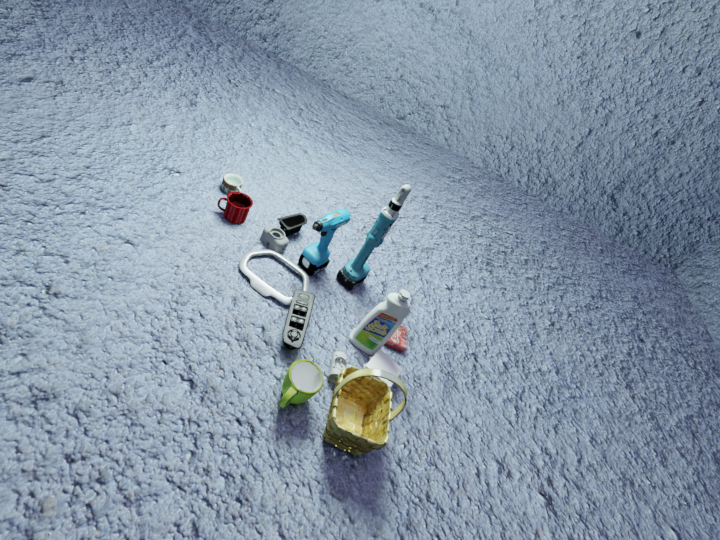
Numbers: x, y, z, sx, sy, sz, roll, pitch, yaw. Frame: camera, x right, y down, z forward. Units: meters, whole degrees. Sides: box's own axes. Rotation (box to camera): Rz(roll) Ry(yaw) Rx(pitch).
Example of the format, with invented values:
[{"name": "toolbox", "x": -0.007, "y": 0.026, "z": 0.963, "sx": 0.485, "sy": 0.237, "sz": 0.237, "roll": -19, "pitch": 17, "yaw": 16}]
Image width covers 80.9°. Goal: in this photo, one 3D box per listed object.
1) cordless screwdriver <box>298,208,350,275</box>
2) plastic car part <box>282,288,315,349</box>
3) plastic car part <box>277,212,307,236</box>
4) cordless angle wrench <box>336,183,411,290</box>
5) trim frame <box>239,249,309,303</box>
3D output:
[{"name": "cordless screwdriver", "x": -0.135, "y": -0.088, "z": 1.380, "sx": 0.077, "sy": 0.248, "sz": 0.154, "roll": 44, "pitch": 40, "yaw": 16}, {"name": "plastic car part", "x": -0.186, "y": 0.148, "z": 1.226, "sx": 0.065, "sy": 0.067, "sz": 0.207, "roll": 21, "pitch": 38, "yaw": -11}, {"name": "plastic car part", "x": -0.249, "y": -0.160, "z": 1.539, "sx": 0.112, "sy": 0.070, "sz": 0.069, "roll": -22, "pitch": 60, "yaw": -45}, {"name": "cordless angle wrench", "x": 0.048, "y": -0.106, "z": 1.365, "sx": 0.077, "sy": 0.421, "sz": 0.095, "roll": 44, "pitch": 39, "yaw": 15}, {"name": "trim frame", "x": -0.274, "y": 0.016, "z": 1.359, "sx": 0.254, "sy": 0.027, "sz": 0.181, "roll": 34, "pitch": 38, "yaw": 9}]
